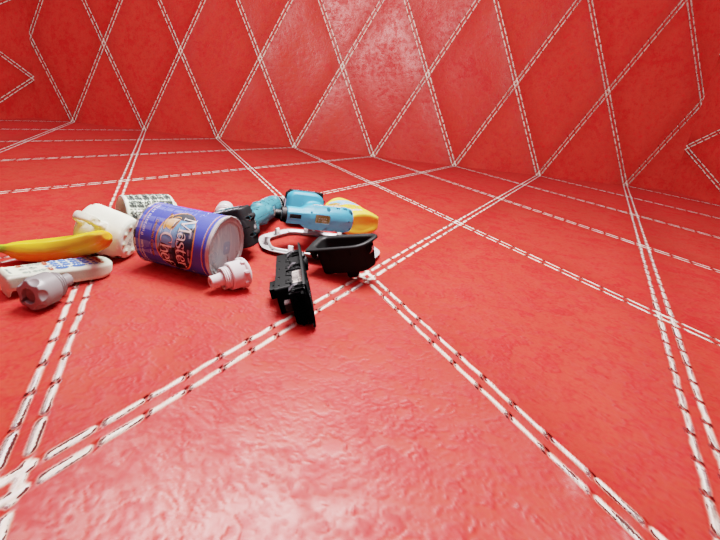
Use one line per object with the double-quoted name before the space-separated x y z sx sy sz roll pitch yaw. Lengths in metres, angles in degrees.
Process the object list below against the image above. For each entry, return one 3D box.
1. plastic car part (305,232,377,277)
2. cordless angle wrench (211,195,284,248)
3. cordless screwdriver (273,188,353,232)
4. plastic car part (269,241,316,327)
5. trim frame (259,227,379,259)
"plastic car part" -0.025 -0.022 0.730 0.121 0.069 0.065 1 27 25
"cordless angle wrench" -0.228 -0.129 0.948 0.099 0.073 0.426 -11 16 7
"cordless screwdriver" -0.129 -0.134 0.940 0.154 0.073 0.259 3 14 -20
"plastic car part" -0.102 0.017 0.636 0.067 0.064 0.208 -20 23 2
"trim frame" -0.084 -0.055 0.863 0.250 0.027 0.186 9 22 2
